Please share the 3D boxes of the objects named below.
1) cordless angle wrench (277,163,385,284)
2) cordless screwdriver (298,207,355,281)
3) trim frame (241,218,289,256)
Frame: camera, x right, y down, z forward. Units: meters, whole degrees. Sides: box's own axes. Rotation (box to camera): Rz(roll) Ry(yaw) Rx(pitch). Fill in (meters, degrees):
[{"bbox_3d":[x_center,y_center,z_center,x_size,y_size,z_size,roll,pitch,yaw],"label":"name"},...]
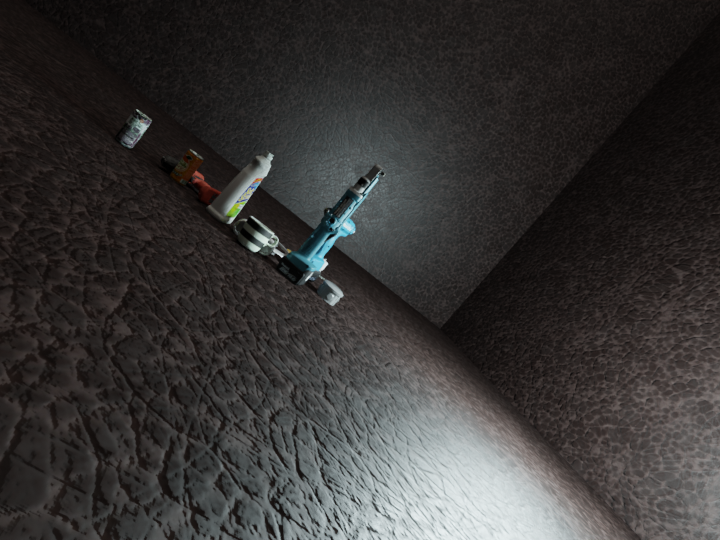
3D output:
[{"bbox_3d":[-0.080,-0.142,1.242,0.099,0.423,0.073,41,6,7],"label":"cordless angle wrench"},{"bbox_3d":[-0.134,-0.088,1.373,0.078,0.249,0.150,44,7,34],"label":"cordless screwdriver"},{"bbox_3d":[-0.321,-0.104,1.436,0.174,0.027,0.263,34,7,-47],"label":"trim frame"}]
